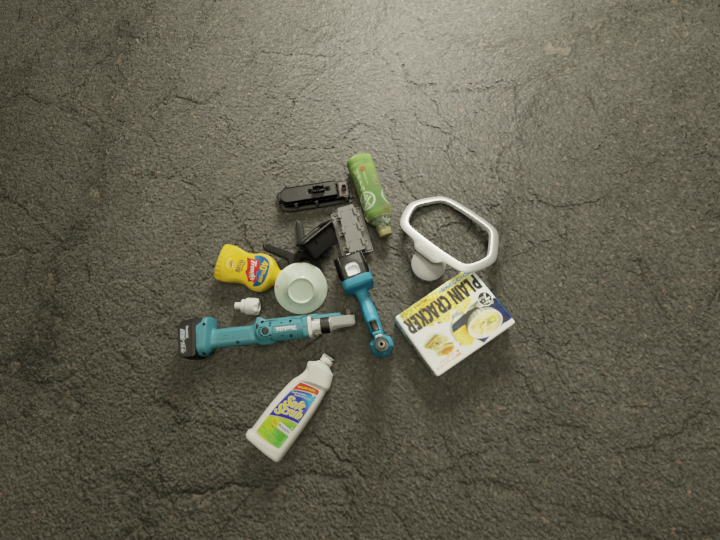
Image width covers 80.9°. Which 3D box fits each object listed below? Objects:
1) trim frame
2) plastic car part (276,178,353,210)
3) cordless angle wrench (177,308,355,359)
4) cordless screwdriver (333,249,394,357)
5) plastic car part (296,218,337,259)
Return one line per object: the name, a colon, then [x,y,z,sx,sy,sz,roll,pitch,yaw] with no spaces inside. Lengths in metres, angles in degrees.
trim frame: [0.213,-0.092,1.020,0.182,0.027,0.259,-40,64,-23]
plastic car part: [-0.124,-0.198,1.105,0.205,0.066,0.067,-9,84,7]
cordless angle wrench: [-0.223,0.145,1.012,0.428,0.072,0.100,-8,76,7]
cordless screwdriver: [0.012,0.076,0.966,0.074,0.155,0.255,-21,74,0]
plastic car part: [-0.103,-0.067,1.053,0.069,0.068,0.115,53,53,-15]
